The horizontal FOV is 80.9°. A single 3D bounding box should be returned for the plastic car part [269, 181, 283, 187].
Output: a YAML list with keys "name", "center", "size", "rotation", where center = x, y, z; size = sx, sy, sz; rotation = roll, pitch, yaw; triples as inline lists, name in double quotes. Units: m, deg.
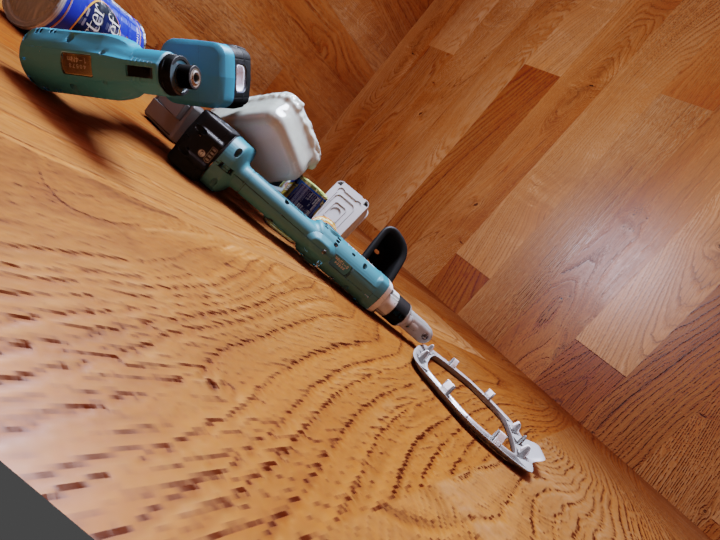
- name: "plastic car part"
  center: [-0.187, -0.192, 0.942]
  size: [0.067, 0.066, 0.204]
  rotation: [14, 9, -2]

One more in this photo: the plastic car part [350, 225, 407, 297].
- name: "plastic car part"
  center: [0.019, -0.009, 0.659]
  size: [0.064, 0.116, 0.073]
  rotation: [38, -17, -15]

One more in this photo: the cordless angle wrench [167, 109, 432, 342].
- name: "cordless angle wrench"
  center: [-0.055, -0.036, 0.560]
  size: [0.413, 0.074, 0.100]
  rotation: [41, 6, -13]

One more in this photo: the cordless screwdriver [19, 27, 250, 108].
- name: "cordless screwdriver"
  center: [-0.185, -0.206, 0.442]
  size: [0.163, 0.073, 0.248]
  rotation: [11, 24, 10]

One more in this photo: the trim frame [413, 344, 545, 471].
- name: "trim frame"
  center: [0.143, 0.160, 0.532]
  size: [0.191, 0.027, 0.240]
  rotation: [43, 5, 16]
